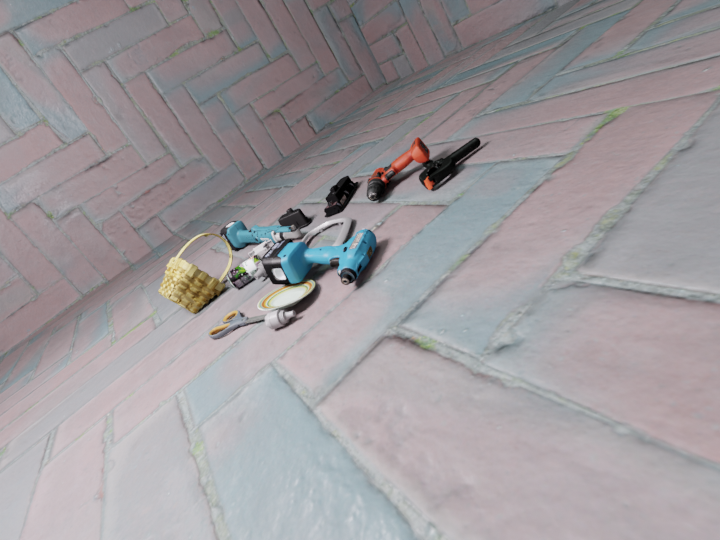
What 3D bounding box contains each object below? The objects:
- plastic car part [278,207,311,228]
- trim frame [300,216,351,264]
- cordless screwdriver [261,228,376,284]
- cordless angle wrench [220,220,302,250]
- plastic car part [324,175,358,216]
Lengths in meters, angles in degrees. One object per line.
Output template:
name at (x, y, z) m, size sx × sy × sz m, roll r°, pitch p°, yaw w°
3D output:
plastic car part at (-0.219, -0.166, 1.364) m, size 0.120 × 0.068 × 0.066 m, roll -21°, pitch 25°, yaw 32°
trim frame at (-0.107, -0.070, 1.098) m, size 0.189 × 0.026 × 0.252 m, roll -21°, pitch 28°, yaw 22°
cordless screwdriver at (-0.097, -0.015, 0.900) m, size 0.258 × 0.071 × 0.159 m, roll -7°, pitch 32°, yaw 27°
cordless angle wrench at (-0.327, -0.118, 1.398) m, size 0.444 × 0.094 × 0.073 m, roll 4°, pitch 40°, yaw 48°
plastic car part at (-0.066, -0.245, 1.342) m, size 0.068 × 0.065 × 0.202 m, roll -26°, pitch 21°, yaw 35°
